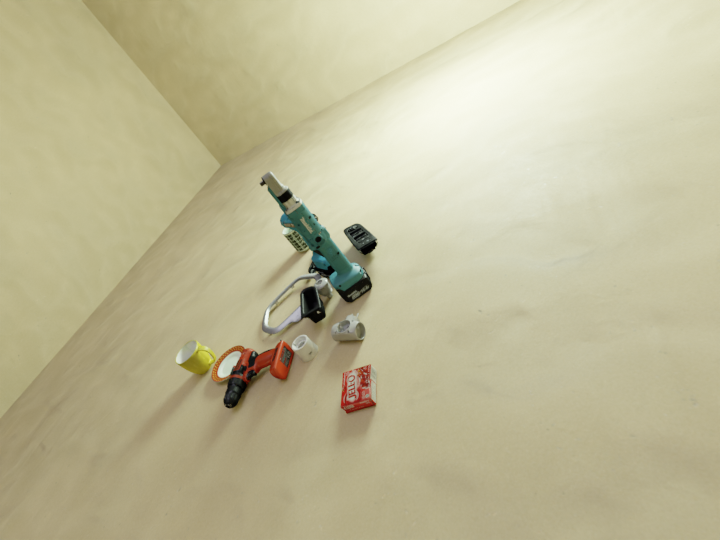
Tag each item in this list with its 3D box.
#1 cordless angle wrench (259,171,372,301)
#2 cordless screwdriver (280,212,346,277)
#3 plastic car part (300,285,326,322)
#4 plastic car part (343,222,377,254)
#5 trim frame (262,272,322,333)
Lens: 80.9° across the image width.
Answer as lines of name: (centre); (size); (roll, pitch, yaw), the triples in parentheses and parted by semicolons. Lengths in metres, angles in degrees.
cordless angle wrench: (-0.115, -0.089, 1.101); (0.098, 0.404, 0.077); (-35, 27, 4)
cordless screwdriver: (-0.123, -0.081, 1.262); (0.167, 0.238, 0.074); (5, 49, 52)
plastic car part: (-0.128, 0.101, 1.193); (0.066, 0.068, 0.121); (-32, 30, 10)
plastic car part: (0.003, -0.097, 1.320); (0.066, 0.064, 0.212); (-38, 30, 0)
trim frame: (-0.215, 0.101, 1.325); (0.247, 0.026, 0.194); (-44, 31, -10)
